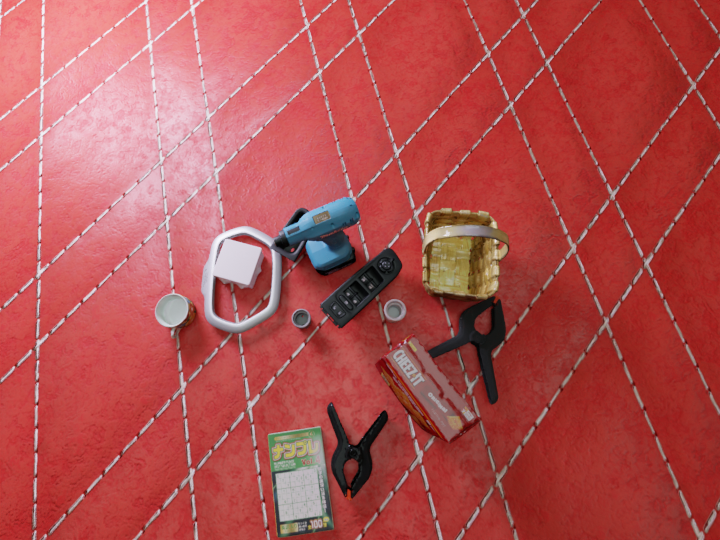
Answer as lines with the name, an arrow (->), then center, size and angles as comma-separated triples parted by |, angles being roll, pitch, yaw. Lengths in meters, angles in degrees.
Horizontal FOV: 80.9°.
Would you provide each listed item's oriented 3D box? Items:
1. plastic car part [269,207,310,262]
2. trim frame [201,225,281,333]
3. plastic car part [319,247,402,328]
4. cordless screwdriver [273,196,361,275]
plastic car part -> -0.141, -0.075, 0.948 | 0.067, 0.069, 0.116 | 29, 75, 9
trim frame -> -0.268, 0.016, 0.948 | 0.185, 0.027, 0.253 | -2, 71, 3
plastic car part -> 0.008, 0.037, 0.902 | 0.202, 0.065, 0.068 | -42, 77, -10
cordless screwdriver -> -0.083, -0.054, 0.845 | 0.158, 0.244, 0.076 | -23, 76, -7
